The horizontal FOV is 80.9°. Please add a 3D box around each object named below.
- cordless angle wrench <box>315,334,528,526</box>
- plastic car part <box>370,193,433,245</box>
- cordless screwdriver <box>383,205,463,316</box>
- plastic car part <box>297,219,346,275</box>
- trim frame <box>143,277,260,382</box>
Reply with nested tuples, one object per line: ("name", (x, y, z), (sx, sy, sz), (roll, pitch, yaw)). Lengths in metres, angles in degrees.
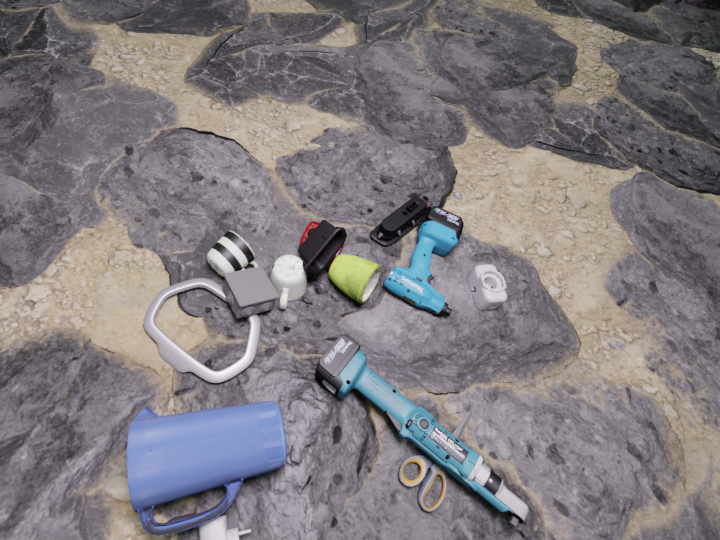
("cordless angle wrench", (0.105, 0.284, 0.765), (0.437, 0.073, 0.097), (35, 59, 17))
("plastic car part", (0.111, -0.132, 1.054), (0.200, 0.066, 0.068), (-39, 79, -24))
("cordless screwdriver", (0.173, -0.022, 0.983), (0.161, 0.073, 0.249), (29, 62, 5))
("plastic car part", (-0.087, -0.057, 0.893), (0.074, 0.063, 0.116), (39, 96, 27))
("trim frame", (-0.319, 0.115, 0.857), (0.254, 0.027, 0.183), (33, 58, 11))
